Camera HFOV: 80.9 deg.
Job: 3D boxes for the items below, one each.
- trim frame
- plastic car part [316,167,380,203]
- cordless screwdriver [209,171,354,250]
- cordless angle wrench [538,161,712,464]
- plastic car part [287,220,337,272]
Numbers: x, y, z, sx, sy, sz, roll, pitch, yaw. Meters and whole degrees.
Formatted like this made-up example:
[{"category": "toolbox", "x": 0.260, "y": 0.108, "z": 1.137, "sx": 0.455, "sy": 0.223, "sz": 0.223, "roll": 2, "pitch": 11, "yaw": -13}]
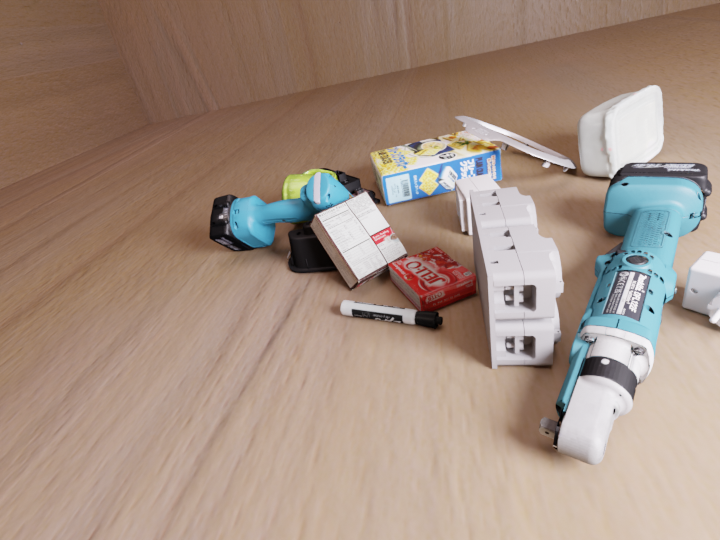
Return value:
[{"category": "trim frame", "x": 0.277, "y": -0.234, "z": 0.770, "sx": 0.176, "sy": 0.027, "sz": 0.262, "roll": 4, "pitch": 32, "yaw": -31}, {"category": "plastic car part", "x": -0.050, "y": -0.171, "z": 0.863, "sx": 0.065, "sy": 0.064, "sz": 0.214, "roll": -33, "pitch": 32, "yaw": -20}, {"category": "cordless screwdriver", "x": -0.118, "y": -0.085, "z": 0.705, "sx": 0.258, "sy": 0.151, "sz": 0.076, "roll": -8, "pitch": 70, "yaw": 27}, {"category": "cordless angle wrench", "x": 0.266, "y": 0.010, "z": 0.415, "sx": 0.103, "sy": 0.071, "sz": 0.417, "roll": 10, "pitch": 41, "yaw": 37}, {"category": "plastic car part", "x": -0.062, "y": -0.041, "z": 0.638, "sx": 0.119, "sy": 0.068, "sz": 0.067, "roll": -4, "pitch": 30, "yaw": 11}]
